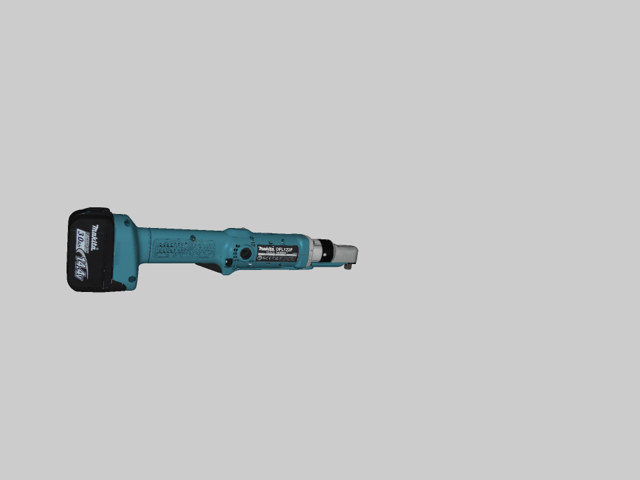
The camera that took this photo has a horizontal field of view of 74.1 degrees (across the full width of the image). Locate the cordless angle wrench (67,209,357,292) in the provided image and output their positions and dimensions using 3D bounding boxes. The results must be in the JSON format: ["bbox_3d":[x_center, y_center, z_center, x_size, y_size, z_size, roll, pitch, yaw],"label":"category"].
[{"bbox_3d":[-0.119,0.016,0.611,0.422,0.098,0.074,2,11,-32],"label":"cordless angle wrench"}]
